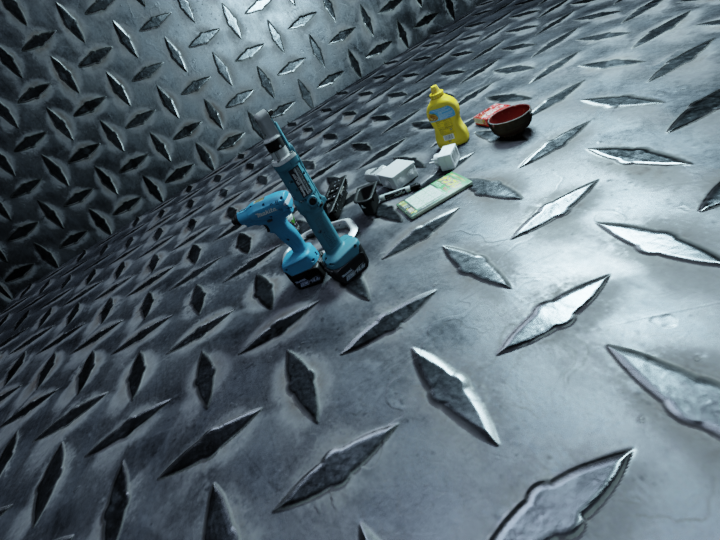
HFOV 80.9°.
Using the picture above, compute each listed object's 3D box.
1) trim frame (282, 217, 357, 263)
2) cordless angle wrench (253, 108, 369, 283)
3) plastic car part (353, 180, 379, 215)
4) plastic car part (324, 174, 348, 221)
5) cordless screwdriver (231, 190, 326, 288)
[{"bbox_3d":[-0.116,-0.076,1.186,0.256,0.026,0.186,-14,34,27],"label":"trim frame"},{"bbox_3d":[-0.113,-0.155,0.926,0.097,0.405,0.078,-38,28,-15],"label":"cordless angle wrench"},{"bbox_3d":[0.023,-0.192,1.192,0.068,0.068,0.118,-18,32,22],"label":"plastic car part"},{"bbox_3d":[-0.081,-0.218,1.324,0.068,0.064,0.205,-14,34,27],"label":"plastic car part"},{"bbox_3d":[-0.193,-0.067,1.032,0.163,0.238,0.075,-18,30,21],"label":"cordless screwdriver"}]
